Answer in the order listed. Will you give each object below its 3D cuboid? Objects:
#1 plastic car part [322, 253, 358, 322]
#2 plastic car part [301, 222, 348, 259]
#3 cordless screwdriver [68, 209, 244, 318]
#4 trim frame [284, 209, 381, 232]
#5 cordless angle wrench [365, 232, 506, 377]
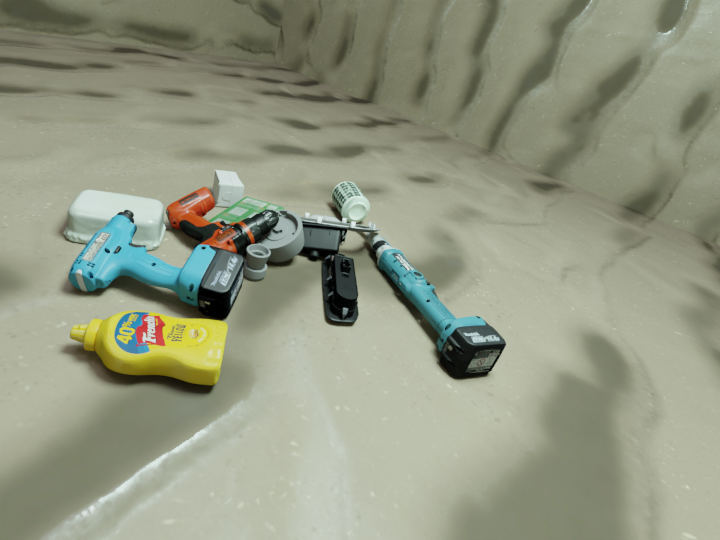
[{"bbox_3d":[-0.032,0.022,0.805,0.065,0.066,0.209,18,31,-15],"label":"plastic car part"},{"bbox_3d":[-0.089,-0.058,0.906,0.116,0.065,0.072,4,65,-2],"label":"plastic car part"},{"bbox_3d":[-0.312,-0.019,0.685,0.248,0.073,0.163,12,47,-3],"label":"cordless screwdriver"},{"bbox_3d":[-0.072,-0.116,0.992,0.245,0.027,0.188,5,8,-10],"label":"trim frame"},{"bbox_3d":[0.109,0.031,0.853,0.094,0.073,0.446,1,31,-28],"label":"cordless angle wrench"}]
